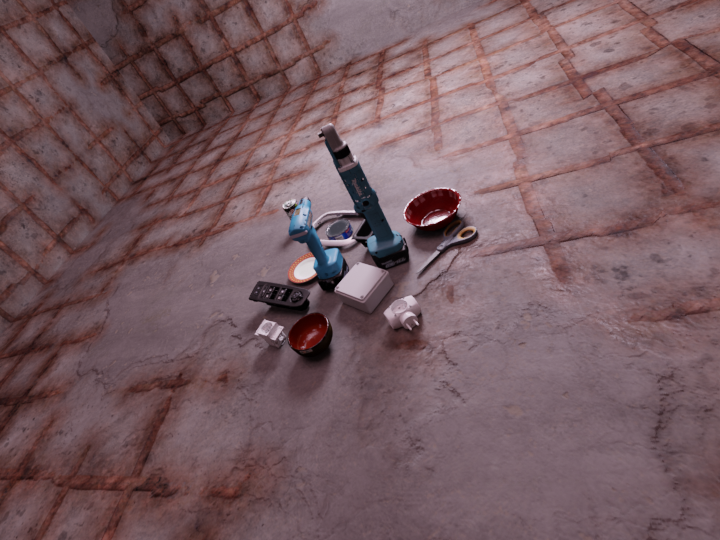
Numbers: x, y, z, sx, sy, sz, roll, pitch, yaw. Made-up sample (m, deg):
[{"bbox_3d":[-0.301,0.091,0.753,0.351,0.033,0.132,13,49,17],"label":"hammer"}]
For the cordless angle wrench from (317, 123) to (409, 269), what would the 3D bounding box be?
[{"bbox_3d":[0.009,-0.177,1.045,0.099,0.403,0.077,-21,36,12],"label":"cordless angle wrench"}]

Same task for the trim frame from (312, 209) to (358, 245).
[{"bbox_3d":[-0.066,-0.141,1.369,0.261,0.026,0.184,3,49,37],"label":"trim frame"}]

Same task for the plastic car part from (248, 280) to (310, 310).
[{"bbox_3d":[-0.222,0.080,1.198,0.213,0.064,0.066,3,48,37],"label":"plastic car part"}]

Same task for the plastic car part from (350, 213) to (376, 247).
[{"bbox_3d":[0.035,-0.111,1.230,0.069,0.067,0.116,4,49,38],"label":"plastic car part"}]

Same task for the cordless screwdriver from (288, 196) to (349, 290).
[{"bbox_3d":[-0.113,-0.074,1.151,0.076,0.237,0.163,-17,38,18],"label":"cordless screwdriver"}]
